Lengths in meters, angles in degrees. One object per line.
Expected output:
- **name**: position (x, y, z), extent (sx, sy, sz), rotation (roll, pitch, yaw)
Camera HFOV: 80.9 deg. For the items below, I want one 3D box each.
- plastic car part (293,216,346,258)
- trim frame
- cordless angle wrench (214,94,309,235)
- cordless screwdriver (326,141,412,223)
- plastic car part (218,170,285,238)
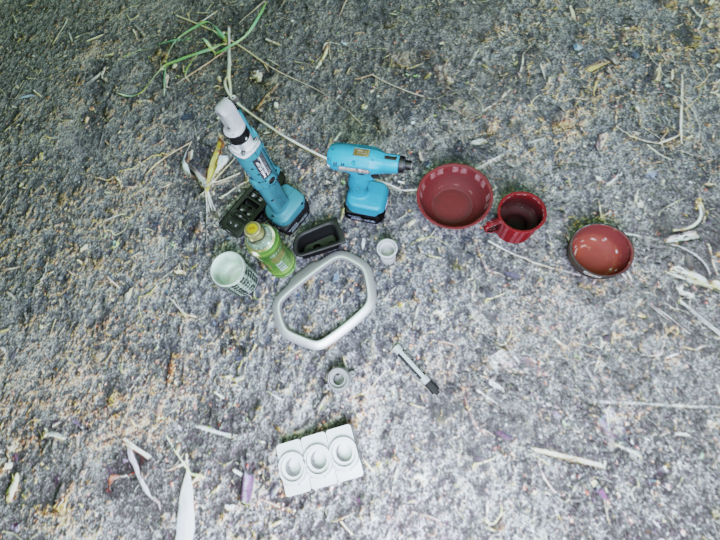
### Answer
- **plastic car part**: position (-0.094, -0.061, 0.961), extent (0.117, 0.068, 0.068), rotation (-21, 69, 2)
- **trim frame**: position (-0.079, 0.062, 0.935), extent (0.248, 0.026, 0.191), rotation (-39, 68, -5)
- **cordless angle wrench**: position (-0.194, -0.194, 0.846), extent (0.077, 0.409, 0.098), rotation (36, 79, 16)
- **cordless screwdriver**: position (0.027, -0.178, 0.888), extent (0.163, 0.240, 0.075), rotation (12, 74, 12)
- **plastic car part**: position (-0.252, -0.164, 1.032), extent (0.069, 0.065, 0.203), rotation (31, 78, 17)
